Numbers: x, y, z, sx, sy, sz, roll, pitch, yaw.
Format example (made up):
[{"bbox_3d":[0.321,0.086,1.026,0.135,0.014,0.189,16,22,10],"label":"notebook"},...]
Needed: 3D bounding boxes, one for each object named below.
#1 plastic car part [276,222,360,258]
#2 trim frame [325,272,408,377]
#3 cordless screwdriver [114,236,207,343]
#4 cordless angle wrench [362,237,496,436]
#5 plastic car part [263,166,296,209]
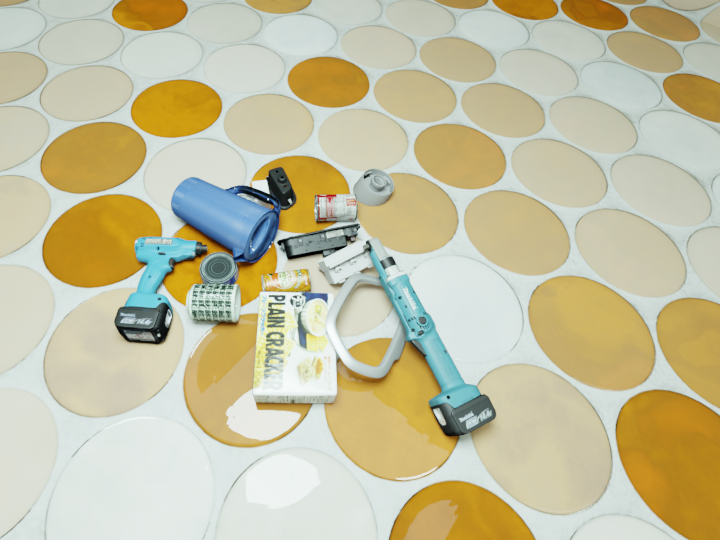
[{"bbox_3d":[-0.099,-0.065,1.013,0.200,0.067,0.067,-8,85,-11],"label":"plastic car part"},{"bbox_3d":[0.022,0.108,0.889,0.183,0.028,0.249,35,45,-4],"label":"trim frame"},{"bbox_3d":[-0.428,0.030,0.920,0.158,0.072,0.257,-1,54,-6],"label":"cordless screwdriver"},{"bbox_3d":[0.118,0.112,0.867,0.096,0.073,0.437,-20,68,-17],"label":"cordless angle wrench"},{"bbox_3d":[-0.206,-0.224,1.099,0.065,0.069,0.122,-22,59,-18],"label":"plastic car part"}]
